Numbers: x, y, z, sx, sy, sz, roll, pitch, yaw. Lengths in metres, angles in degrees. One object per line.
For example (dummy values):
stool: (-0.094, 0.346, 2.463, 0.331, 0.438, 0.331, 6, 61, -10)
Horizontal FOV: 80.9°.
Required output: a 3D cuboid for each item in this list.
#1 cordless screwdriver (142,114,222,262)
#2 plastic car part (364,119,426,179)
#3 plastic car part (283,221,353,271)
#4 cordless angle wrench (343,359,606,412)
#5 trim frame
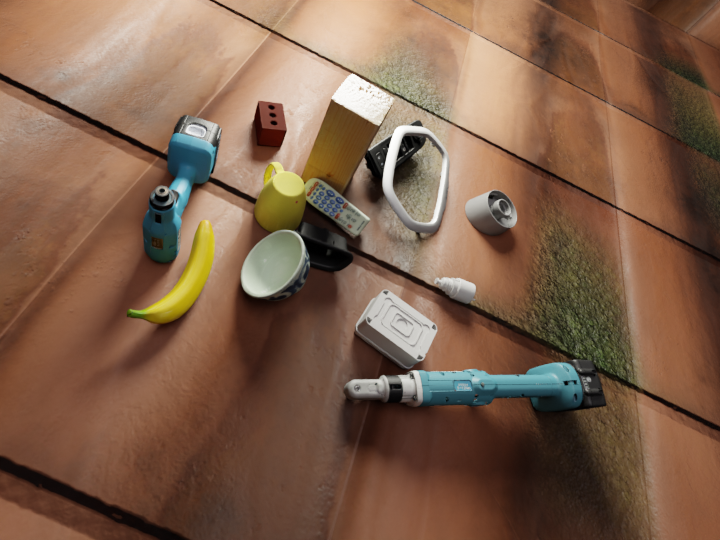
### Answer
cordless screwdriver: (-0.283, -0.150, 0.670, 0.072, 0.159, 0.255, 14, 55, -16)
plastic car part: (0.073, -0.263, 0.919, 0.200, 0.069, 0.065, -41, 105, -31)
plastic car part: (-0.073, -0.048, 0.747, 0.113, 0.066, 0.073, 16, 43, -15)
cordless angle wrench: (0.180, 0.187, 0.672, 0.413, 0.097, 0.076, 3, 64, -14)
trim frame: (0.123, -0.193, 0.883, 0.176, 0.028, 0.252, 24, 64, -26)
